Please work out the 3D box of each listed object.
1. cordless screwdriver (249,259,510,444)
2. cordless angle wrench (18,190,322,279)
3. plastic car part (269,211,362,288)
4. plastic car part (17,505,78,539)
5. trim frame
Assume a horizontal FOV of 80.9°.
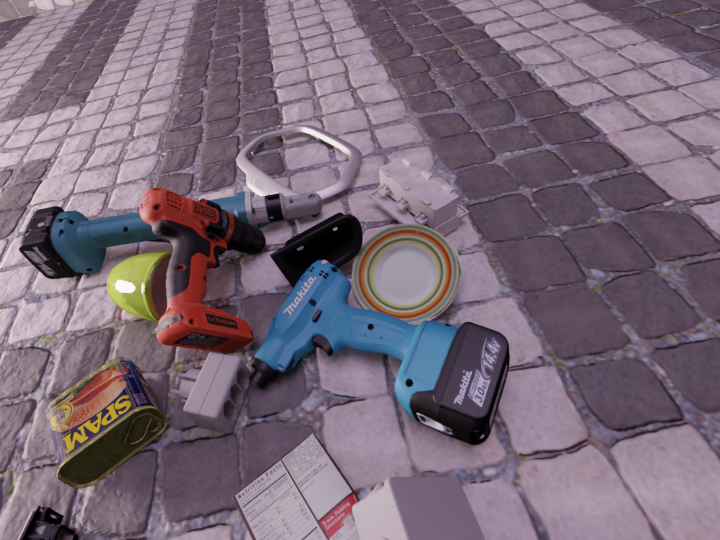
[{"bbox_3d":[0.008,0.092,0.433,0.262,0.071,0.159,20,64,31],"label":"cordless screwdriver"},{"bbox_3d":[-0.267,-0.069,0.626,0.423,0.094,0.077,-9,51,0],"label":"cordless angle wrench"},{"bbox_3d":[-0.054,-0.036,0.557,0.117,0.063,0.074,-32,26,2],"label":"plastic car part"},{"bbox_3d":[-0.269,0.305,0.320,0.066,0.066,0.207,17,48,-9],"label":"plastic car part"},{"bbox_3d":[-0.111,-0.189,0.734,0.182,0.026,0.262,-38,54,-21],"label":"trim frame"}]
